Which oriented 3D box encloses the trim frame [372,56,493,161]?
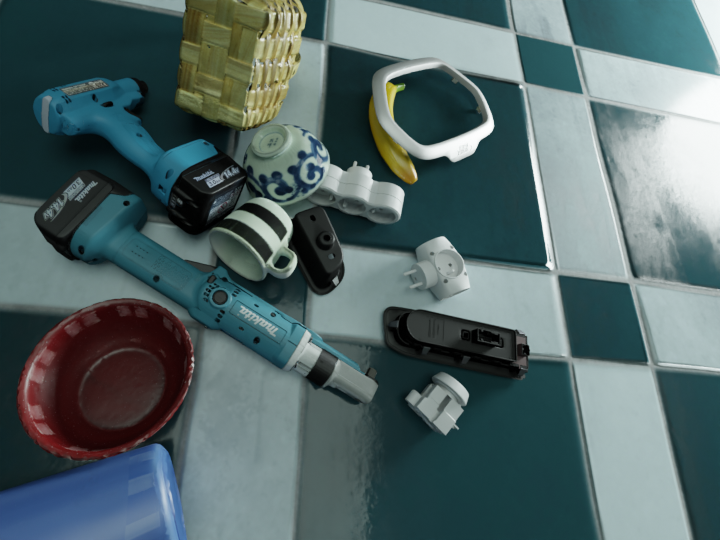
[{"bbox_3d":[0.118,-0.258,0.671,0.242,0.028,0.187,-29,81,-34],"label":"trim frame"}]

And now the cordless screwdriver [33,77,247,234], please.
[{"bbox_3d":[-0.259,-0.165,0.546,0.250,0.074,0.158,35,40,2],"label":"cordless screwdriver"}]

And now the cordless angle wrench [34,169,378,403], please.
[{"bbox_3d":[-0.165,0.035,0.494,0.423,0.074,0.098,32,65,0],"label":"cordless angle wrench"}]

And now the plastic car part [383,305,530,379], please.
[{"bbox_3d":[0.129,0.089,0.537,0.201,0.067,0.067,12,74,-4],"label":"plastic car part"}]

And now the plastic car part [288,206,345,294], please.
[{"bbox_3d":[-0.053,-0.035,0.543,0.065,0.070,0.120,-21,72,-19],"label":"plastic car part"}]
